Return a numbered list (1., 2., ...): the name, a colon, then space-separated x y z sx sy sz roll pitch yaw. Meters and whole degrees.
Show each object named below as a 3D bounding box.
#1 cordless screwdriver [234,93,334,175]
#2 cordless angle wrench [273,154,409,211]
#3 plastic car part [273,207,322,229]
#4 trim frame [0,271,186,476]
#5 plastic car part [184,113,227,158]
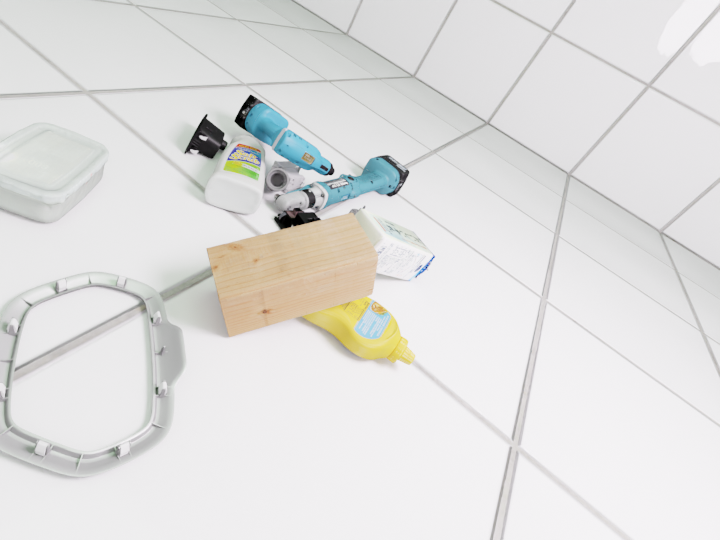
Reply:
1. cordless screwdriver: -0.164 -0.287 0.919 0.150 0.074 0.263 22 18 -47
2. cordless angle wrench: -0.033 -0.188 0.955 0.101 0.074 0.410 42 39 16
3. plastic car part: -0.074 -0.048 0.754 0.063 0.067 0.212 0 46 -47
4. trim frame: -0.284 0.090 0.454 0.176 0.027 0.261 5 39 -33
5. plastic car part: -0.312 -0.274 0.880 0.068 0.066 0.120 33 27 -25
